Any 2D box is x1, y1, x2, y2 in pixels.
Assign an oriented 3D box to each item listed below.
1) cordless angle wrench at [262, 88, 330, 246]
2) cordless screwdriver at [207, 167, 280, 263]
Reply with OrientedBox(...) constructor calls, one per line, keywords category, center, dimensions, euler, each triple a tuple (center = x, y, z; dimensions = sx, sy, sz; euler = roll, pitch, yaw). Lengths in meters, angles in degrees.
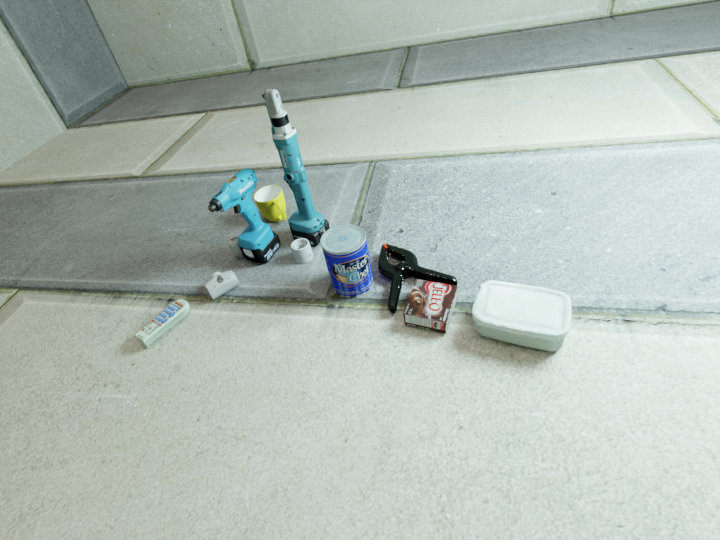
OrientedBox(category="cordless angle wrench", center=(-0.167, -0.248, 1.068), dimensions=(0.103, 0.406, 0.074), euler=(15, 46, 29))
OrientedBox(category="cordless screwdriver", center=(-0.300, -0.122, 1.094), dimensions=(0.078, 0.238, 0.158), euler=(13, 46, 27))
